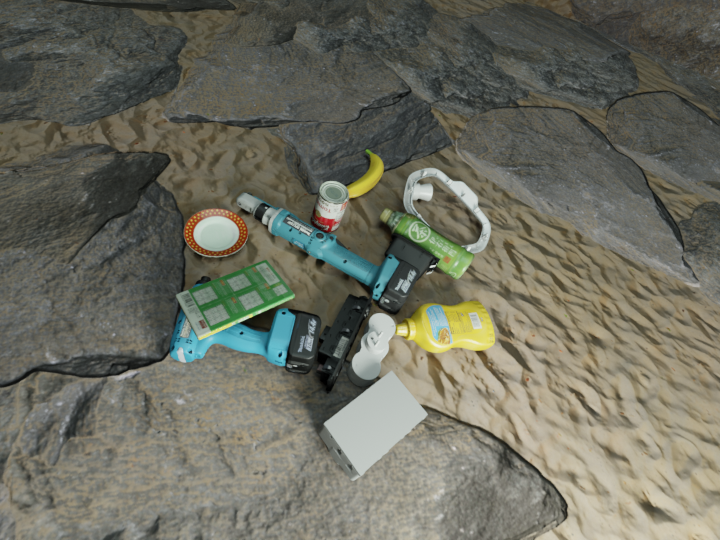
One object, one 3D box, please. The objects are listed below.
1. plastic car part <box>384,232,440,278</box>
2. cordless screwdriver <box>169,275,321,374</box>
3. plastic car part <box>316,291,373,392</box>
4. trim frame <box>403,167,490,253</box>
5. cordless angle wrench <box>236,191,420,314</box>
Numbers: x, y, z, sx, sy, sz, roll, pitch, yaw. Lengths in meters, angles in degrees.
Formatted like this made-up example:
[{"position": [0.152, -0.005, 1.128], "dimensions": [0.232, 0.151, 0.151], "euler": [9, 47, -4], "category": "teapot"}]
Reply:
[{"position": [0.100, -0.020, 0.915], "dimensions": [0.120, 0.064, 0.071], "euler": [31, 67, 14], "category": "plastic car part"}, {"position": [-0.196, 0.093, 0.751], "dimensions": [0.248, 0.073, 0.163], "euler": [7, 53, -3], "category": "cordless screwdriver"}, {"position": [-0.032, 0.117, 0.776], "dimensions": [0.069, 0.064, 0.202], "euler": [19, 51, 18], "category": "plastic car part"}, {"position": [0.210, -0.144, 1.016], "dimensions": [0.252, 0.027, 0.181], "euler": [46, 63, 7], "category": "trim frame"}, {"position": [-0.087, -0.057, 0.891], "dimensions": [0.433, 0.073, 0.097], "euler": [29, 52, 12], "category": "cordless angle wrench"}]
